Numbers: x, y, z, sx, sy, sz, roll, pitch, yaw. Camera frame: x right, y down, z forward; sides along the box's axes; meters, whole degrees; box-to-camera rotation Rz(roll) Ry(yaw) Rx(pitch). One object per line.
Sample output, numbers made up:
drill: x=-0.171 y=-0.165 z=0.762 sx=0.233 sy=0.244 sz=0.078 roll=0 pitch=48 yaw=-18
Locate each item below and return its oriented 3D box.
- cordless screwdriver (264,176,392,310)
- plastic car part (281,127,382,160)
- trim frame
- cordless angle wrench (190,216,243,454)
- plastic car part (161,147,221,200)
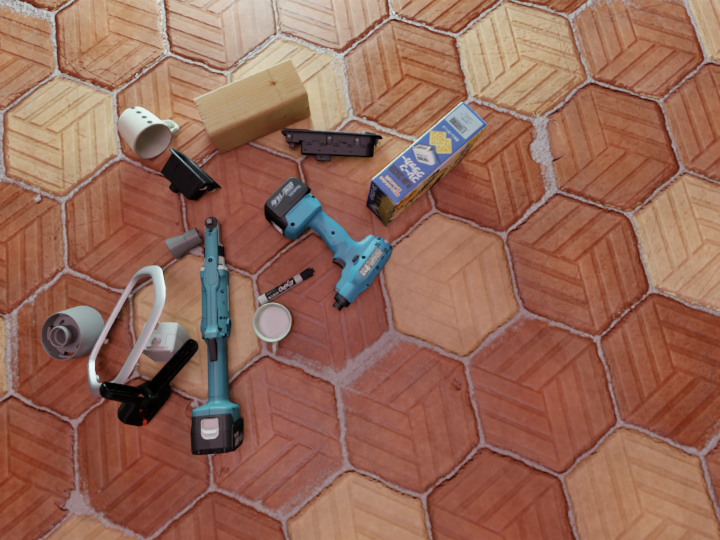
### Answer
cordless screwdriver: x=-0.079 y=-0.051 z=0.804 sx=0.251 sy=0.074 sz=0.159 roll=37 pitch=77 yaw=4
plastic car part: x=-0.056 y=-0.254 z=0.849 sx=0.204 sy=0.066 sz=0.067 roll=0 pitch=92 yaw=2
trim frame: x=-0.422 y=0.105 z=0.763 sx=0.195 sy=0.026 sz=0.249 roll=17 pitch=81 yaw=42
cordless angle wrench: x=-0.270 y=0.104 z=0.787 sx=0.074 sy=0.096 sz=0.430 roll=-6 pitch=76 yaw=-2
plastic car part: x=-0.353 y=-0.184 z=0.853 sx=0.119 sy=0.064 sz=0.071 roll=39 pitch=97 yaw=10
